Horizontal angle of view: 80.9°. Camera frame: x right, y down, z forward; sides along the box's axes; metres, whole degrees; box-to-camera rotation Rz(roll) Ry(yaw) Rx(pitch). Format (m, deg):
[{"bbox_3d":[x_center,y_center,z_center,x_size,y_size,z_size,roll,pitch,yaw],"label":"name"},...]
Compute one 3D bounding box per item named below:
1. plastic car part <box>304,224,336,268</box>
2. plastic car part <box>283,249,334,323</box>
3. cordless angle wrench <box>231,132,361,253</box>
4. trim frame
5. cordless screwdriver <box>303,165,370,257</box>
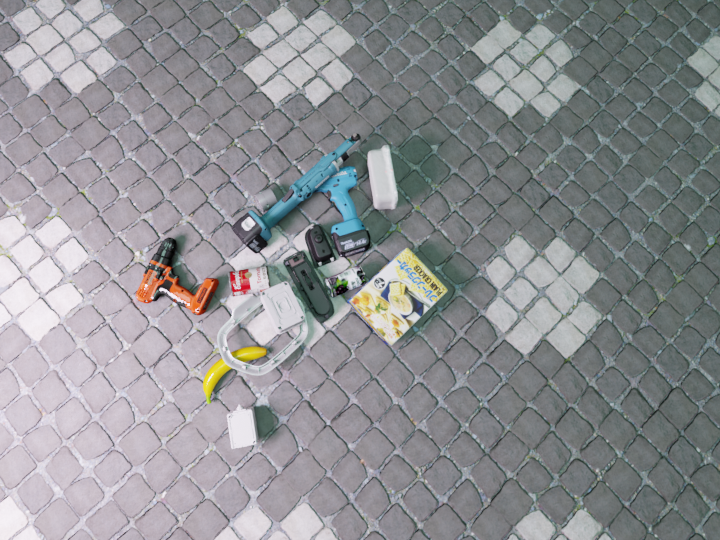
[{"bbox_3d":[-0.112,-0.073,1.147,0.065,0.071,0.118,-21,85,-10],"label":"plastic car part"},{"bbox_3d":[-0.131,0.041,1.130,0.065,0.067,0.205,-27,84,-17],"label":"plastic car part"},{"bbox_3d":[-0.157,-0.219,1.135,0.422,0.094,0.077,-42,70,-3],"label":"cordless angle wrench"},{"bbox_3d":[-0.250,0.154,1.095,0.246,0.027,0.188,-39,78,-19],"label":"trim frame"},{"bbox_3d":[-0.067,-0.161,1.167,0.159,0.073,0.254,-13,76,1],"label":"cordless screwdriver"}]
